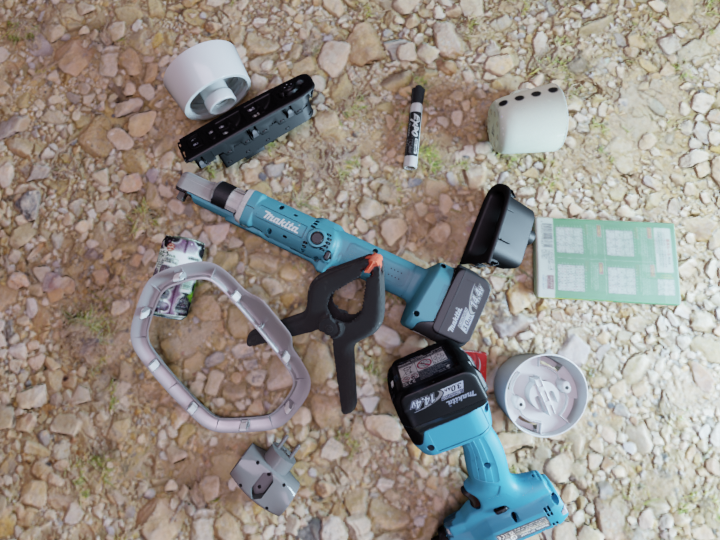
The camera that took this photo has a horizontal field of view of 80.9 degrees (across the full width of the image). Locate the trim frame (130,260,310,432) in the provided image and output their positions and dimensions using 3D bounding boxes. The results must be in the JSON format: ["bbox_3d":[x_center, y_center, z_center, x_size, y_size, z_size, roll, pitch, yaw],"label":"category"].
[{"bbox_3d":[-0.172,0.103,0.518,0.185,0.028,0.245,-34,98,11],"label":"trim frame"}]

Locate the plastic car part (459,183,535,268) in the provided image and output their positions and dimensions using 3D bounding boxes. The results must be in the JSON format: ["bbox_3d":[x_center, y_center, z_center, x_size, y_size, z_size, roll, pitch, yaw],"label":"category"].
[{"bbox_3d":[0.190,-0.049,0.548,0.069,0.067,0.117,27,81,-12],"label":"plastic car part"}]

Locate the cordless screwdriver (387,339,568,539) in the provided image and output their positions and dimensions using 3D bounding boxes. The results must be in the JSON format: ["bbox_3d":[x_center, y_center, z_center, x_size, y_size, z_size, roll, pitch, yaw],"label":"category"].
[{"bbox_3d":[0.107,0.214,0.479,0.160,0.075,0.244,-30,102,8],"label":"cordless screwdriver"}]

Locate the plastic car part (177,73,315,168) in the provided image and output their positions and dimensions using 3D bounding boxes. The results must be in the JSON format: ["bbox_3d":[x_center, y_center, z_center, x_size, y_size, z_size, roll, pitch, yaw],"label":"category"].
[{"bbox_3d":[-0.143,-0.195,0.574,0.203,0.063,0.070,-34,41,-2],"label":"plastic car part"}]

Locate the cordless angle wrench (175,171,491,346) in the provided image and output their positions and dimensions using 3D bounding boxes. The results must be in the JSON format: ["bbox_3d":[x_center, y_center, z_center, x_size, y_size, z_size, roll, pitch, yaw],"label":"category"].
[{"bbox_3d":[-0.054,-0.035,0.550,0.430,0.073,0.098,25,84,8],"label":"cordless angle wrench"}]
